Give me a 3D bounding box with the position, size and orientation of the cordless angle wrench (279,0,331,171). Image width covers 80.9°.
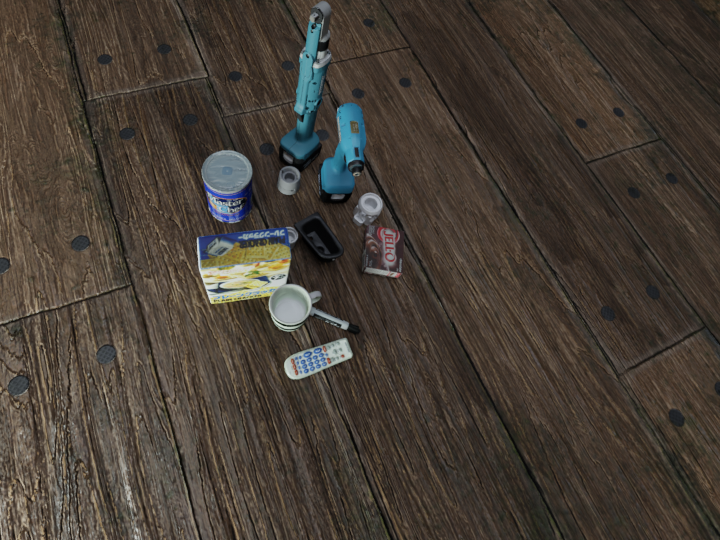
[{"bbox_3d":[-0.108,-0.362,0.881,0.075,0.420,0.097,39,66,3],"label":"cordless angle wrench"}]

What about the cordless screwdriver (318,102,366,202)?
[{"bbox_3d":[-0.038,-0.223,0.925,0.073,0.247,0.163,-1,69,-14],"label":"cordless screwdriver"}]

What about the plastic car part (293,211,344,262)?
[{"bbox_3d":[-0.092,-0.060,0.942,0.065,0.070,0.119,-32,76,-21],"label":"plastic car part"}]
